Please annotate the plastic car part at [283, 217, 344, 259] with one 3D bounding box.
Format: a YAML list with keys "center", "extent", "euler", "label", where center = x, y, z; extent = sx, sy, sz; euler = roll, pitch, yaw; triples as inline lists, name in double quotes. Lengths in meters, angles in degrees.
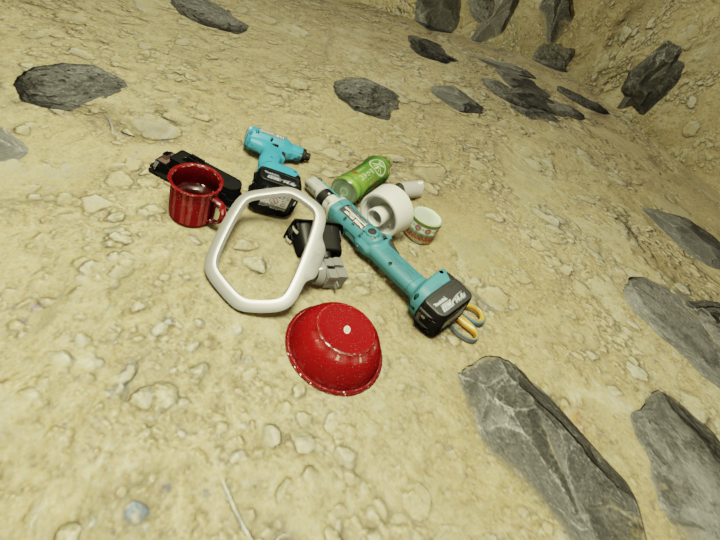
- center: [-0.077, -0.051, 0.792]
  extent: [0.112, 0.066, 0.073]
  euler: [5, 61, -26]
  label: "plastic car part"

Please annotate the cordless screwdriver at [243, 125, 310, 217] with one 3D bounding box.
- center: [-0.168, -0.217, 0.908]
  extent: [0.153, 0.074, 0.260]
  euler: [12, 38, -26]
  label: "cordless screwdriver"

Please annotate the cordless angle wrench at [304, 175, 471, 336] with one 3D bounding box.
- center: [0.021, -0.058, 0.827]
  extent: [0.096, 0.072, 0.443]
  euler: [-29, 59, -28]
  label: "cordless angle wrench"

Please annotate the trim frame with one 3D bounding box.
- center: [-0.153, -0.043, 0.712]
  extent: [0.186, 0.027, 0.252]
  euler: [15, 60, 4]
  label: "trim frame"

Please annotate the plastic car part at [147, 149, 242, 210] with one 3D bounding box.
- center: [-0.306, -0.183, 0.821]
  extent: [0.205, 0.067, 0.066]
  euler: [31, 34, 4]
  label: "plastic car part"
